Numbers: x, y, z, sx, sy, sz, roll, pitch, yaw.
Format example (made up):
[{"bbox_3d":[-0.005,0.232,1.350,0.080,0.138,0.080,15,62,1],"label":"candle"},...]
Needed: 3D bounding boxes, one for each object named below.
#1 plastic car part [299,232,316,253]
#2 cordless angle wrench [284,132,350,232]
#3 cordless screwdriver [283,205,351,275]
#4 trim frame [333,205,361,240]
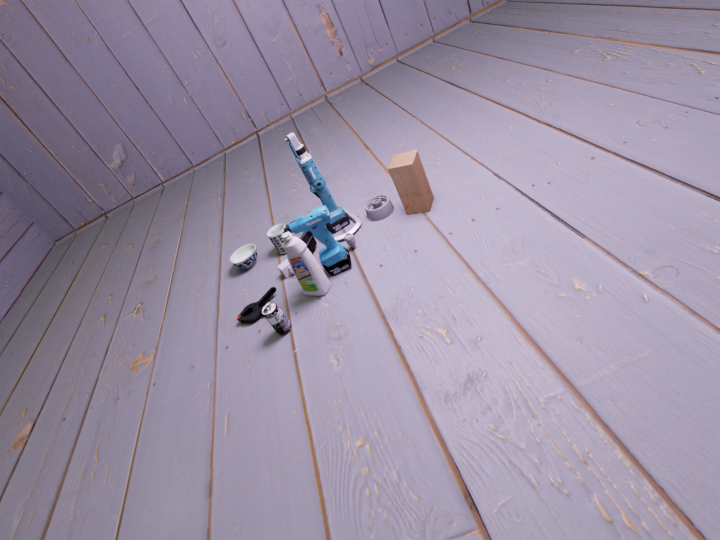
[{"bbox_3d":[-0.201,-0.093,1.610,0.069,0.067,0.117,0,45,35],"label":"plastic car part"},{"bbox_3d":[-0.164,-0.328,1.579,0.098,0.403,0.078,-31,34,-4],"label":"cordless angle wrench"},{"bbox_3d":[-0.139,-0.091,1.420,0.161,0.237,0.077,-23,34,9],"label":"cordless screwdriver"},{"bbox_3d":[-0.096,-0.186,1.683,0.183,0.026,0.262,-37,36,-9],"label":"trim frame"}]
